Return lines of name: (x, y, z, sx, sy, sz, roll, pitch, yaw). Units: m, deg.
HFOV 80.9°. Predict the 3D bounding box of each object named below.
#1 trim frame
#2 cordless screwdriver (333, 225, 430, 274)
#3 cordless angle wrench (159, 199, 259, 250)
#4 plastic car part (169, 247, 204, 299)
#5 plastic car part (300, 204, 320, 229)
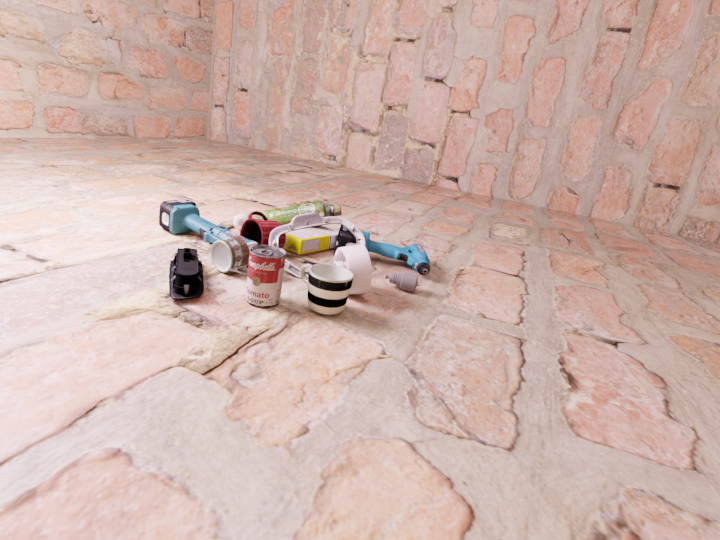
trim frame: (-0.099, -0.065, 1.014, 0.241, 0.027, 0.193, -15, 56, -23)
cordless screwdriver: (0.057, -0.047, 1.101, 0.248, 0.073, 0.162, 12, 19, -3)
cordless angle wrench: (-0.343, -0.080, 1.037, 0.446, 0.073, 0.094, 25, 25, 33)
plastic car part: (-0.343, -0.003, 0.840, 0.064, 0.066, 0.213, 9, 21, -25)
plastic car part: (-0.159, -0.149, 1.319, 0.068, 0.065, 0.122, 16, 18, -28)
